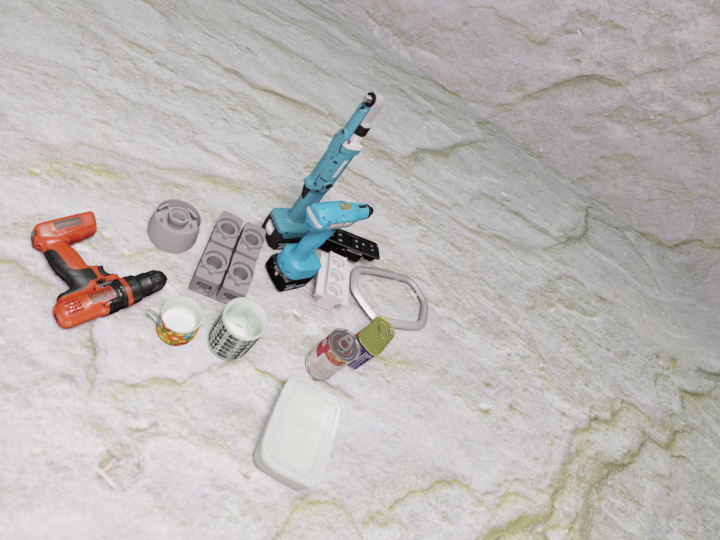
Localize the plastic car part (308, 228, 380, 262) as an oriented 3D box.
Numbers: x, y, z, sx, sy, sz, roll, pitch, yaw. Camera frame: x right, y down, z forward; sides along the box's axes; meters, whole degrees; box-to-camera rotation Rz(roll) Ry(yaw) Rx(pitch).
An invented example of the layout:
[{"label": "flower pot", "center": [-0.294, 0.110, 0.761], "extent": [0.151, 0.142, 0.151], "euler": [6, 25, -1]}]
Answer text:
[{"label": "plastic car part", "center": [-0.053, -0.069, 1.060], "extent": [0.196, 0.067, 0.068], "euler": [24, 44, -18]}]

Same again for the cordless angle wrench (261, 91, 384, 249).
[{"label": "cordless angle wrench", "center": [-0.079, -0.193, 0.877], "extent": [0.093, 0.427, 0.077], "euler": [-5, 61, -41]}]

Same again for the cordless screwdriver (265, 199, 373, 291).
[{"label": "cordless screwdriver", "center": [-0.086, -0.057, 0.884], "extent": [0.153, 0.251, 0.077], "euler": [-13, 66, -44]}]

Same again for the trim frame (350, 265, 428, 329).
[{"label": "trim frame", "center": [0.076, 0.064, 1.066], "extent": [0.237, 0.028, 0.191], "euler": [10, 49, -30]}]
